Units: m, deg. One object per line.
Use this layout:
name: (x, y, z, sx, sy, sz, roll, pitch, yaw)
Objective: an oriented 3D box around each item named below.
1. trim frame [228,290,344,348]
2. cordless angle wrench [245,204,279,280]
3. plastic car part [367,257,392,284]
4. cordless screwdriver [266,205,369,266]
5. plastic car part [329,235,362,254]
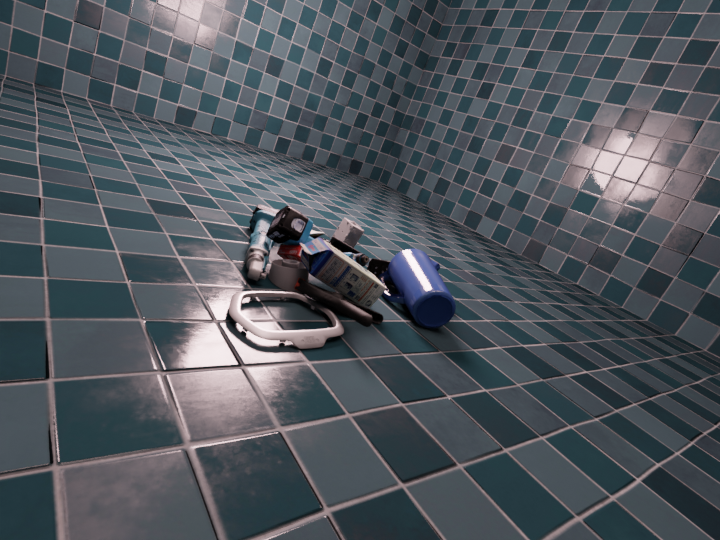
trim frame: (-0.144, 0.090, 0.830, 0.236, 0.027, 0.195, 6, 22, -44)
cordless angle wrench: (-0.262, -0.076, 1.118, 0.096, 0.074, 0.435, 17, 20, -14)
plastic car part: (0.098, 0.012, 1.284, 0.195, 0.066, 0.069, 11, -6, -25)
cordless screwdriver: (-0.105, -0.069, 1.074, 0.238, 0.075, 0.165, 34, -24, -26)
plastic car part: (-0.045, -0.049, 1.305, 0.119, 0.066, 0.069, 28, 4, 11)
